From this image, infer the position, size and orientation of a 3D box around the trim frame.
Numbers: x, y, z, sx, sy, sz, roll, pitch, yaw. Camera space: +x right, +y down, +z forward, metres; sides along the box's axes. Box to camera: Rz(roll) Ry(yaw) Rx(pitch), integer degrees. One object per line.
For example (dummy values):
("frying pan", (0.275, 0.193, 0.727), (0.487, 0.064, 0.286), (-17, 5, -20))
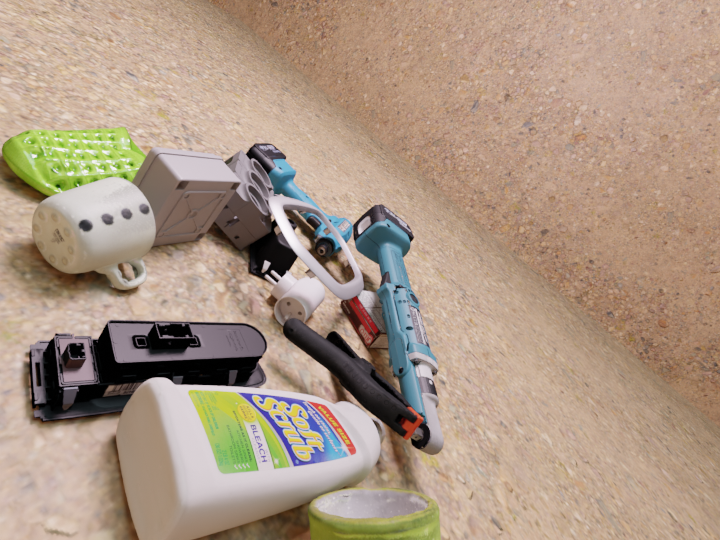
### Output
("trim frame", (-0.060, -0.039, 0.612), (0.186, 0.028, 0.243), (55, 14, 4))

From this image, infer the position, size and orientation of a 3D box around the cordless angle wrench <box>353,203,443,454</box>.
("cordless angle wrench", (0.056, 0.054, 0.611), (0.093, 0.075, 0.438), (33, 28, -28))

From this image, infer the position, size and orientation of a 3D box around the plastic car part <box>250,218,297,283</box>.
("plastic car part", (-0.120, -0.041, 0.624), (0.063, 0.071, 0.121), (28, 28, -31))

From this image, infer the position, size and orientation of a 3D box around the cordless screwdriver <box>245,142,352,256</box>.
("cordless screwdriver", (-0.124, -0.126, 0.783), (0.249, 0.075, 0.158), (42, 22, -1))

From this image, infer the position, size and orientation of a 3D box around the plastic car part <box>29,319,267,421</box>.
("plastic car part", (-0.158, 0.072, 0.364), (0.192, 0.067, 0.070), (15, 26, -50))
